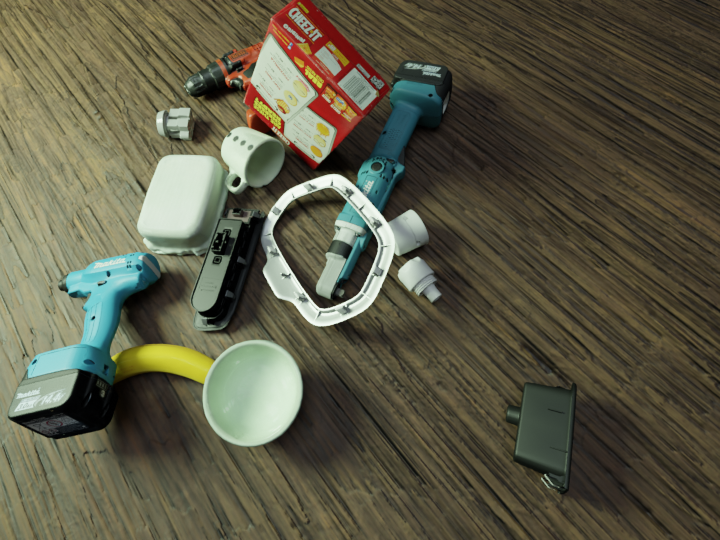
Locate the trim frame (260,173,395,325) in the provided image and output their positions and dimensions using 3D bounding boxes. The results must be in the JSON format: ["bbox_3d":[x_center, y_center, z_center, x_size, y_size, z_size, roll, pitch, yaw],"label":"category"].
[{"bbox_3d":[-0.059,-0.038,0.599,0.185,0.026,0.261,-42,56,9],"label":"trim frame"}]

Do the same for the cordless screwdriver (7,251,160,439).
[{"bbox_3d":[-0.374,0.085,0.564,0.162,0.071,0.257,-12,48,10],"label":"cordless screwdriver"}]

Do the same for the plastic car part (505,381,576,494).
[{"bbox_3d":[0.207,0.184,0.491,0.074,0.063,0.118,6,61,22],"label":"plastic car part"}]

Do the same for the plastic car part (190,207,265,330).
[{"bbox_3d":[-0.199,-0.012,0.623,0.067,0.065,0.206,7,69,7],"label":"plastic car part"}]

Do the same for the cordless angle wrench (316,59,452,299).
[{"bbox_3d":[0.030,-0.147,0.660,0.101,0.071,0.425,19,71,18],"label":"cordless angle wrench"}]
